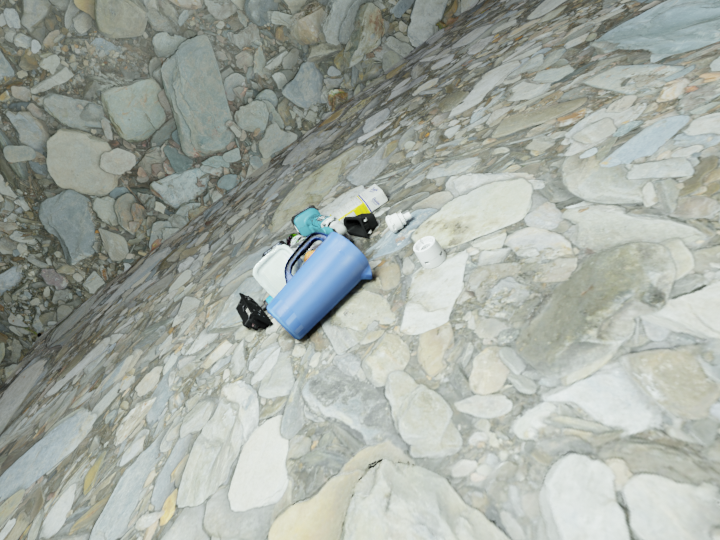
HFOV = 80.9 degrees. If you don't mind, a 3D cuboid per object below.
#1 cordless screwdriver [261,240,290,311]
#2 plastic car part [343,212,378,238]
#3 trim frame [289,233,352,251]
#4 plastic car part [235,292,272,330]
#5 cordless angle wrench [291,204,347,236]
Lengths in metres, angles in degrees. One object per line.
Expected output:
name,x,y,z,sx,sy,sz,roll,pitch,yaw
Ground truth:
cordless screwdriver,-0.237,0.015,1.226,0.159,0.071,0.261,-39,31,-2
plastic car part,0.006,-0.137,1.194,0.070,0.064,0.122,-29,20,-19
trim frame,-0.115,-0.075,1.174,0.186,0.027,0.249,-13,9,5
plastic car part,-0.303,0.118,1.167,0.067,0.063,0.213,-63,29,5
cordless angle wrench,-0.114,-0.134,1.233,0.097,0.072,0.438,-33,19,-11
